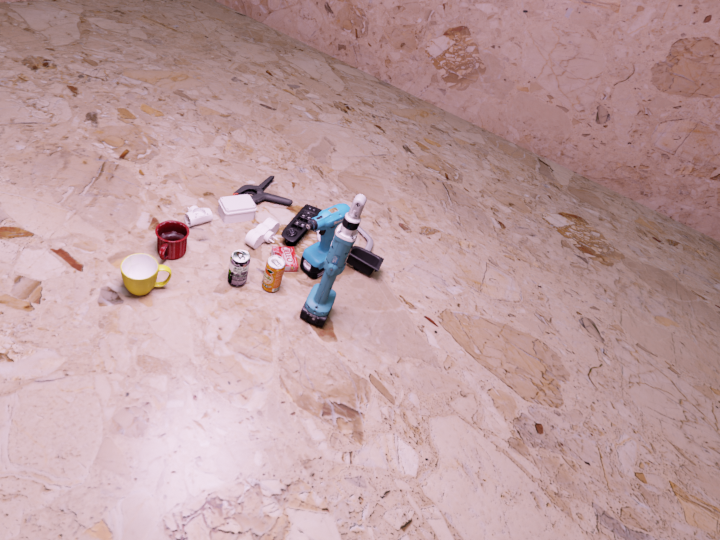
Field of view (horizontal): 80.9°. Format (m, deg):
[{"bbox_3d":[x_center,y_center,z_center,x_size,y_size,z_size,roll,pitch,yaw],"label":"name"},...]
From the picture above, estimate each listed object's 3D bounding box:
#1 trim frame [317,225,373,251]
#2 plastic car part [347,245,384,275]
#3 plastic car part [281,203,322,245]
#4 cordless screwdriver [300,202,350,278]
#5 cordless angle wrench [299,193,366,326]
[{"bbox_3d":[-0.065,-0.127,1.484,0.178,0.027,0.260,-24,57,-38],"label":"trim frame"},{"bbox_3d":[0.006,-0.026,1.370,0.118,0.070,0.066,26,41,7],"label":"plastic car part"},{"bbox_3d":[-0.205,-0.148,1.426,0.067,0.066,0.202,27,42,5],"label":"plastic car part"},{"bbox_3d":[-0.122,-0.080,1.248,0.077,0.246,0.155,42,45,19],"label":"cordless screwdriver"},{"bbox_3d":[-0.065,-0.019,1.075,0.075,0.418,0.098,25,41,1],"label":"cordless angle wrench"}]
